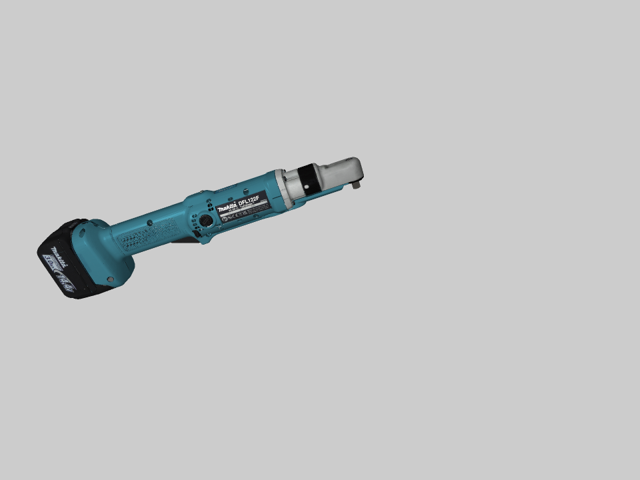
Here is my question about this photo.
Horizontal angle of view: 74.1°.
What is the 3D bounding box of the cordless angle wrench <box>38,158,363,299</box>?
[{"bbox_3d":[-0.148,-0.033,0.563,0.423,0.098,0.074,-18,24,3],"label":"cordless angle wrench"}]
